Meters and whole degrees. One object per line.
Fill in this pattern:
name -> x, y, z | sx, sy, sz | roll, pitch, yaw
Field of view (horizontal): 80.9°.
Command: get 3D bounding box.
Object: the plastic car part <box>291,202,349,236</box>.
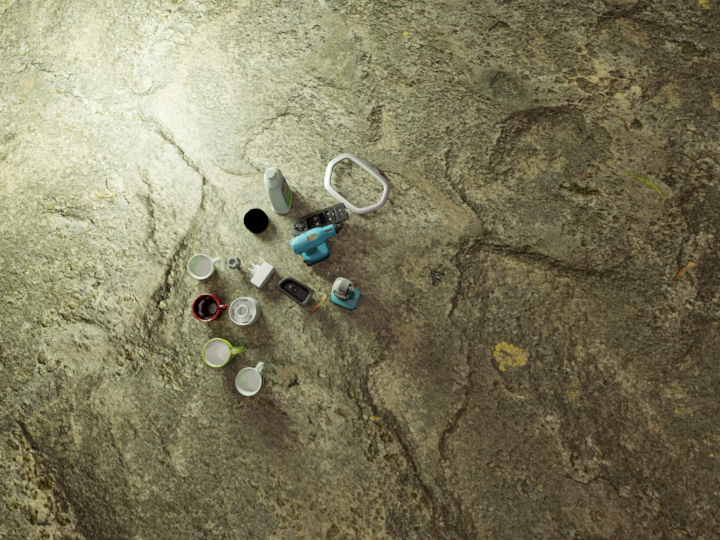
plastic car part -> -0.143, -0.168, 1.455 | 0.203, 0.066, 0.067 | -18, 81, 0

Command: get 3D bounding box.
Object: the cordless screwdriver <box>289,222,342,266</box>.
cordless screwdriver -> -0.132, -0.086, 1.347 | 0.159, 0.245, 0.075 | -24, 83, -3

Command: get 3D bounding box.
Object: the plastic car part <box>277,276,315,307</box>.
plastic car part -> -0.215, 0.068, 1.413 | 0.118, 0.070, 0.066 | 32, 83, 8

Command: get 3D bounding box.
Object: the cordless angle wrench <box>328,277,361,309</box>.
cordless angle wrench -> -0.048, 0.062, 1.226 | 0.099, 0.418, 0.074 | 23, 83, 2

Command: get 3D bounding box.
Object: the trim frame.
trim frame -> -0.013, -0.307, 1.492 | 0.253, 0.027, 0.184 | 39, 84, 10
